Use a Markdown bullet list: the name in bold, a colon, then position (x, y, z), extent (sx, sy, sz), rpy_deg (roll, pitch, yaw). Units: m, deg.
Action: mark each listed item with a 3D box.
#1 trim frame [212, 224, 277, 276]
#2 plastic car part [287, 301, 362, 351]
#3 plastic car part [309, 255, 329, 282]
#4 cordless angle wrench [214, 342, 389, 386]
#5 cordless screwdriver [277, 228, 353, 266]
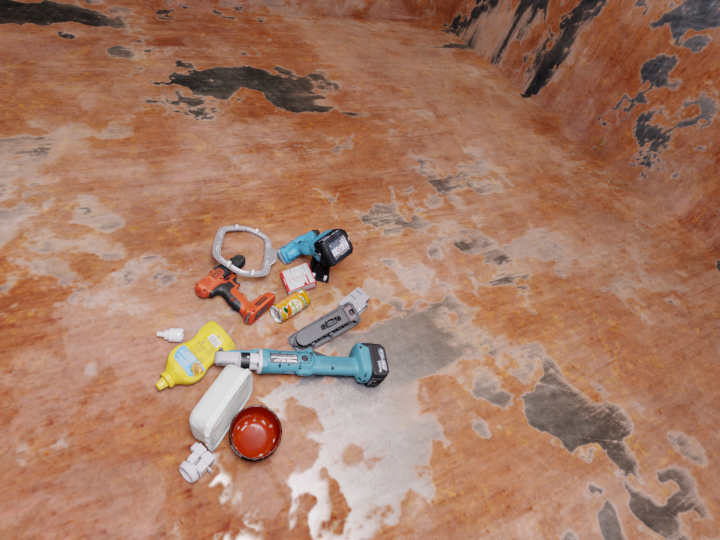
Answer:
- **trim frame**: position (-0.334, -0.065, 1.233), extent (0.179, 0.027, 0.258), rpy_deg (16, 30, -18)
- **plastic car part**: position (-0.093, 0.152, 1.111), extent (0.201, 0.066, 0.067), rpy_deg (-28, 81, -12)
- **plastic car part**: position (-0.116, -0.031, 1.281), extent (0.065, 0.070, 0.119), rpy_deg (13, 51, -9)
- **cordless angle wrench**: position (-0.141, 0.225, 1.034), extent (0.412, 0.073, 0.101), rpy_deg (6, 49, -16)
- **cordless screwdriver**: position (-0.120, -0.078, 1.224), extent (0.156, 0.072, 0.261), rpy_deg (-39, 25, -32)
